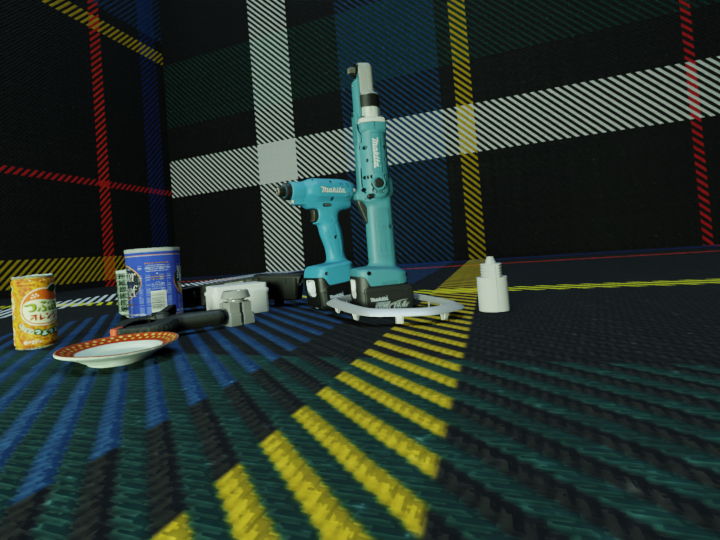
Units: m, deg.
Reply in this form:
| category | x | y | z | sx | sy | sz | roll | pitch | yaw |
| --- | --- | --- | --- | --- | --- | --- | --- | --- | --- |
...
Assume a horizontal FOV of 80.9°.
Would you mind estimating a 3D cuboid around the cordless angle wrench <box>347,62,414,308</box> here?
| category | x | y | z | sx | sy | sz | roll | pitch | yaw |
| --- | --- | --- | --- | --- | --- | --- | --- | --- | --- |
| cordless angle wrench | 0.022 | -0.142 | 0.716 | 0.096 | 0.423 | 0.075 | -4 | -1 | -12 |

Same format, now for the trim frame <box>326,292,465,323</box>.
| category | x | y | z | sx | sy | sz | roll | pitch | yaw |
| --- | --- | --- | --- | --- | --- | --- | --- | --- | --- |
| trim frame | 0.050 | 0.056 | 0.678 | 0.179 | 0.027 | 0.256 | -5 | 3 | -23 |

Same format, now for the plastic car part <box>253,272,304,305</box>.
| category | x | y | z | sx | sy | sz | roll | pitch | yaw |
| --- | --- | --- | --- | --- | --- | --- | --- | --- | --- |
| plastic car part | -0.170 | 0.040 | 0.912 | 0.120 | 0.071 | 0.064 | -4 | 1 | 18 |

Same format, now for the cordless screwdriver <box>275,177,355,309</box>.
| category | x | y | z | sx | sy | sz | roll | pitch | yaw |
| --- | --- | --- | --- | --- | --- | --- | --- | --- | --- |
| cordless screwdriver | -0.079 | -0.051 | 0.803 | 0.153 | 0.249 | 0.077 | -4 | -1 | -33 |

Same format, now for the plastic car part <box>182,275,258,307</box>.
| category | x | y | z | sx | sy | sz | roll | pitch | yaw |
| --- | --- | --- | --- | --- | --- | --- | --- | --- | --- |
| plastic car part | -0.321 | 0.051 | 0.952 | 0.200 | 0.067 | 0.067 | -5 | 1 | -11 |
